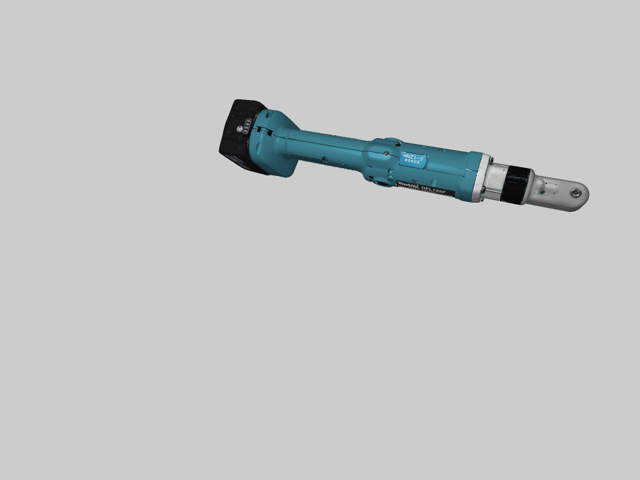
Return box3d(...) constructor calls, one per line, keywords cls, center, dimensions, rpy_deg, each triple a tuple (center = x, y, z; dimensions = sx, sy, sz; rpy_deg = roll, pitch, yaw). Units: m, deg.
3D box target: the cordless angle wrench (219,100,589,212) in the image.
box3d(cls="cordless angle wrench", center=(0.079, -0.092, 0.504), dimensions=(0.423, 0.074, 0.098), rpy_deg=(15, -4, 21))
